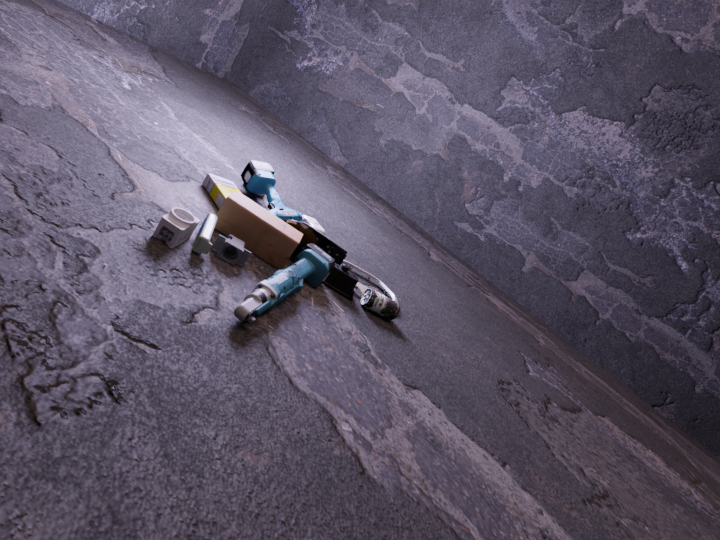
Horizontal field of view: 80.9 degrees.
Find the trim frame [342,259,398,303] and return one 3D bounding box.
[{"bbox_3d":[0.015,0.038,1.299,0.240,0.027,0.191,31,14,-21],"label":"trim frame"}]

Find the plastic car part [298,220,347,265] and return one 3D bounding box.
[{"bbox_3d":[-0.125,-0.082,1.276,0.211,0.066,0.064,35,10,21],"label":"plastic car part"}]

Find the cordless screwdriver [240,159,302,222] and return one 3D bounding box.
[{"bbox_3d":[-0.300,-0.236,1.326,0.152,0.075,0.258,-6,54,-50],"label":"cordless screwdriver"}]

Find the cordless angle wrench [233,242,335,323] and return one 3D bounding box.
[{"bbox_3d":[-0.166,0.027,0.945,0.099,0.074,0.417,36,20,3],"label":"cordless angle wrench"}]

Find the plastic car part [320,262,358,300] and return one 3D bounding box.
[{"bbox_3d":[-0.052,0.018,1.165,0.114,0.071,0.067,35,15,-13],"label":"plastic car part"}]
